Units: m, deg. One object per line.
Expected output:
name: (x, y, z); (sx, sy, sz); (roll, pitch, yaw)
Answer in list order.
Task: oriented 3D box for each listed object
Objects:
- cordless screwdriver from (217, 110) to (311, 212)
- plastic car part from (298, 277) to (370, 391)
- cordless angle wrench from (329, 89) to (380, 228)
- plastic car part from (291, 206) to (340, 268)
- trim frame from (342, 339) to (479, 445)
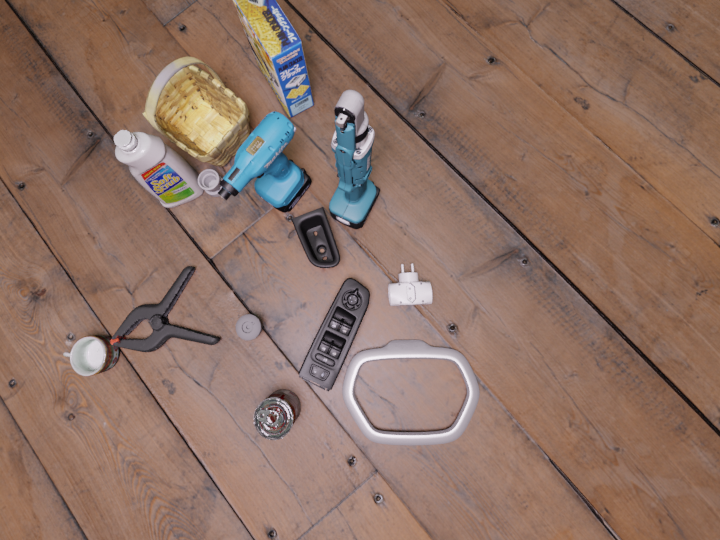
cordless screwdriver: (-0.168, -0.164, 0.760); (0.075, 0.245, 0.159); (37, 84, 5)
plastic car part: (-0.042, 0.114, 0.788); (0.067, 0.066, 0.203); (24, 83, 6)
cordless angle wrench: (-0.011, -0.159, 0.658); (0.075, 0.417, 0.098); (27, 84, 3)
plastic car part: (-0.080, -0.052, 0.820); (0.066, 0.070, 0.118); (-21, 80, -1)
trim frame: (0.091, 0.222, 0.776); (0.250, 0.027, 0.186); (-3, 79, 5)
